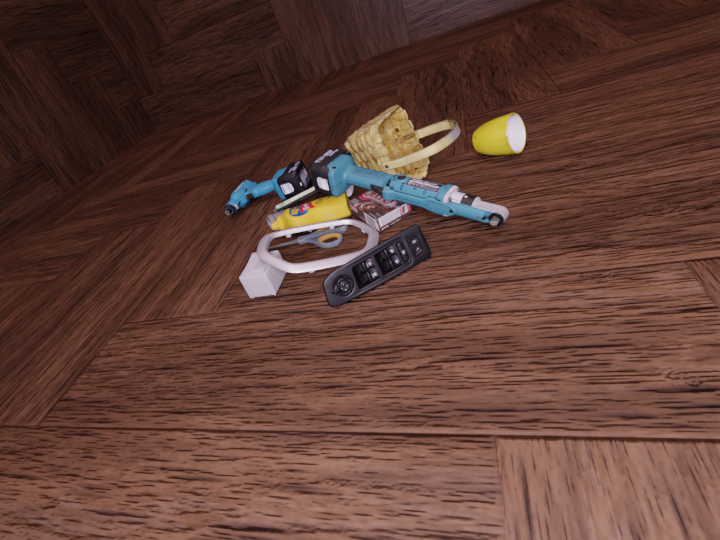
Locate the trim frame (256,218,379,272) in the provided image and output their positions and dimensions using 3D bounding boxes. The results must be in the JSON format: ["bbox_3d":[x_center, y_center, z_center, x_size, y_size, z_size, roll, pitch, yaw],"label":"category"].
[{"bbox_3d":[-0.082,-0.054,0.838,0.244,0.026,0.194,-15,36,-13],"label":"trim frame"}]

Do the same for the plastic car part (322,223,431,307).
[{"bbox_3d":[0.018,-0.011,0.738,0.201,0.064,0.070,-31,23,-13],"label":"plastic car part"}]

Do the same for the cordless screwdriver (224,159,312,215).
[{"bbox_3d":[-0.271,-0.227,1.213,0.257,0.071,0.161,-10,35,26],"label":"cordless screwdriver"}]

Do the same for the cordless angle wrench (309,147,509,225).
[{"bbox_3d":[0.082,-0.163,0.848,0.446,0.071,0.097,23,53,34],"label":"cordless angle wrench"}]

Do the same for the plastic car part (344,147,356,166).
[{"bbox_3d":[-0.021,-0.271,1.099,0.071,0.111,0.069,-45,31,7],"label":"plastic car part"}]
